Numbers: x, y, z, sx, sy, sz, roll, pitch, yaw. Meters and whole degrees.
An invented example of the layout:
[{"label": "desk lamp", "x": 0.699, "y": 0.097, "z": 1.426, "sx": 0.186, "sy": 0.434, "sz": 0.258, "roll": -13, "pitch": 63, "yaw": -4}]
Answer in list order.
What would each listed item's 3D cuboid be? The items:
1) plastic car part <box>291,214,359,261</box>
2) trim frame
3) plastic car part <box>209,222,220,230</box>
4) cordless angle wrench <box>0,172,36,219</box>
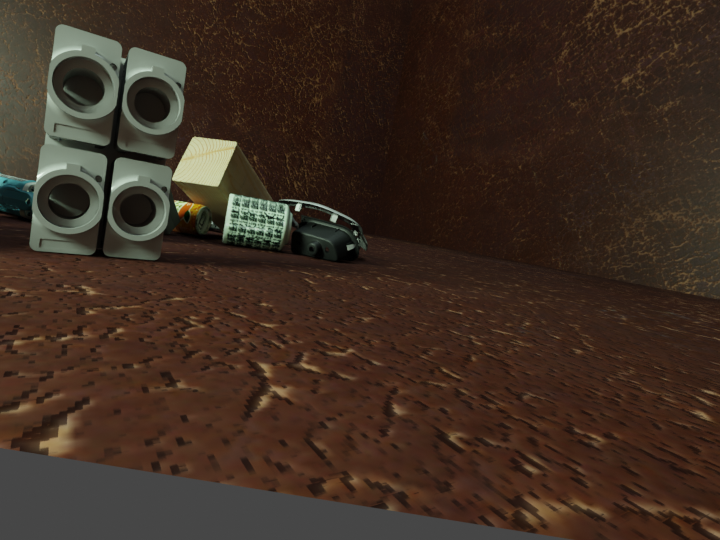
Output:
[{"label": "plastic car part", "x": -0.068, "y": -0.044, "z": 0.695, "sx": 0.122, "sy": 0.065, "sz": 0.069, "roll": 16, "pitch": 23, "yaw": 29}, {"label": "trim frame", "x": -0.071, "y": -0.081, "z": 0.819, "sx": 0.186, "sy": 0.028, "sz": 0.245, "roll": 20, "pitch": -12, "yaw": 3}, {"label": "plastic car part", "x": -0.268, "y": -0.104, "z": 0.919, "sx": 0.203, "sy": 0.066, "sz": 0.067, "roll": 7, "pitch": 12, "yaw": 1}, {"label": "cordless angle wrench", "x": -0.539, "y": -0.118, "z": 0.608, "sx": 0.437, "sy": 0.074, "sz": 0.095, "roll": 13, "pitch": 6, "yaw": 18}]
